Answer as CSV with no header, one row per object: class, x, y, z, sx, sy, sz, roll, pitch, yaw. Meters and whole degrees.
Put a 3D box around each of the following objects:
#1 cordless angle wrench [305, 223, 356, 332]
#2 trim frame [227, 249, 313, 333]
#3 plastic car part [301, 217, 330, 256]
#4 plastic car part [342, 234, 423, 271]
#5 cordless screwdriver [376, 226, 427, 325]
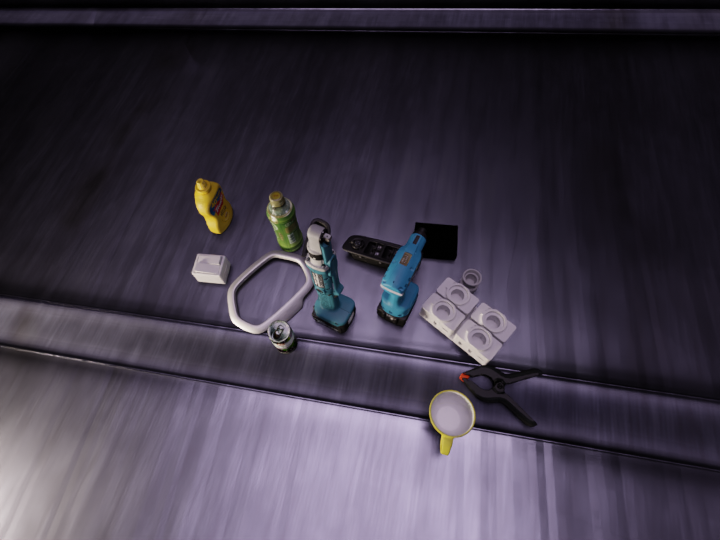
cordless angle wrench,-0.070,0.022,0.879,0.101,0.409,0.074,25,67,13
trim frame,-0.234,0.051,1.100,0.192,0.026,0.246,40,73,23
plastic car part,-0.110,-0.072,1.127,0.067,0.068,0.118,7,63,8
plastic car part,0.054,-0.041,1.092,0.209,0.065,0.067,18,66,15
cordless screwdriver,0.099,0.019,0.955,0.077,0.241,0.159,25,67,14
